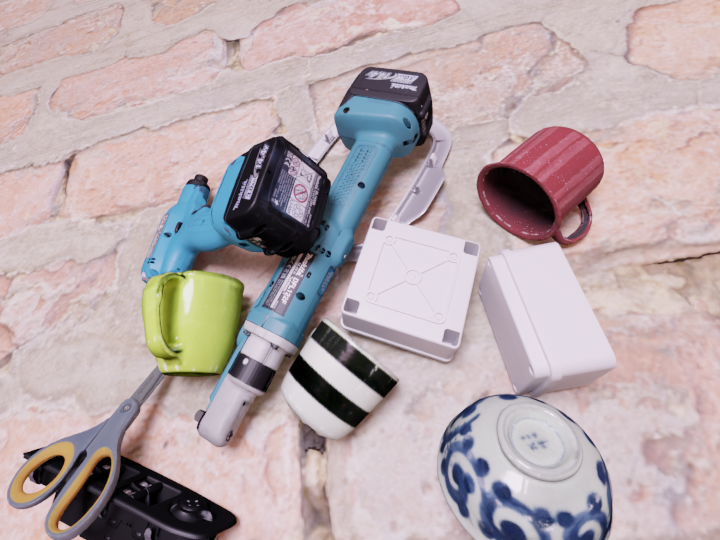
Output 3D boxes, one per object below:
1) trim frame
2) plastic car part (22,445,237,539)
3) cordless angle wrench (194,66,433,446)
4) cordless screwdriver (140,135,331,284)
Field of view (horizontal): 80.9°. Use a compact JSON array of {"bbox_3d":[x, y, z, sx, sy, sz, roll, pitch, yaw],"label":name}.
[{"bbox_3d":[0.007,-0.119,0.522,0.192,0.026,0.248,25,69,24],"label":"trim frame"},{"bbox_3d":[-0.210,0.210,0.374,0.209,0.063,0.068,7,73,18],"label":"plastic car part"},{"bbox_3d":[-0.043,-0.028,0.438,0.102,0.071,0.424,19,72,24],"label":"cordless angle wrench"},{"bbox_3d":[-0.145,-0.071,0.460,0.258,0.070,0.162,-14,55,40],"label":"cordless screwdriver"}]
